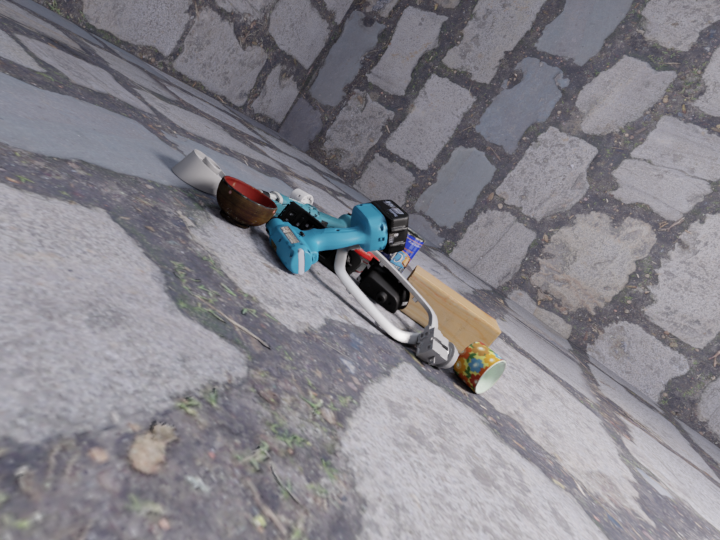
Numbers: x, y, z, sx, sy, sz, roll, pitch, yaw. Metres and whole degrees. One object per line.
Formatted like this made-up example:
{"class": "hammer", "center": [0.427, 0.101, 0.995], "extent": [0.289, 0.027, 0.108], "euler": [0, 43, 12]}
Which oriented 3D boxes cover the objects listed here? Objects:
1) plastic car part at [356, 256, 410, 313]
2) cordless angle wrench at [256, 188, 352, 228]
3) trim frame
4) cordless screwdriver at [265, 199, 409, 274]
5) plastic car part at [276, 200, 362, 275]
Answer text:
{"class": "plastic car part", "center": [0.043, 0.040, 0.853], "extent": [0.119, 0.066, 0.069], "euler": [40, 29, 11]}
{"class": "cordless angle wrench", "center": [-0.132, -0.134, 1.030], "extent": [0.400, 0.074, 0.103], "euler": [15, 23, -48]}
{"class": "trim frame", "center": [0.047, 0.037, 0.788], "extent": [0.255, 0.027, 0.179], "euler": [45, 35, 14]}
{"class": "cordless screwdriver", "center": [-0.047, -0.076, 0.783], "extent": [0.242, 0.072, 0.168], "euler": [-15, 37, -22]}
{"class": "plastic car part", "center": [-0.086, -0.057, 0.884], "extent": [0.210, 0.066, 0.065], "euler": [38, -11, 18]}
